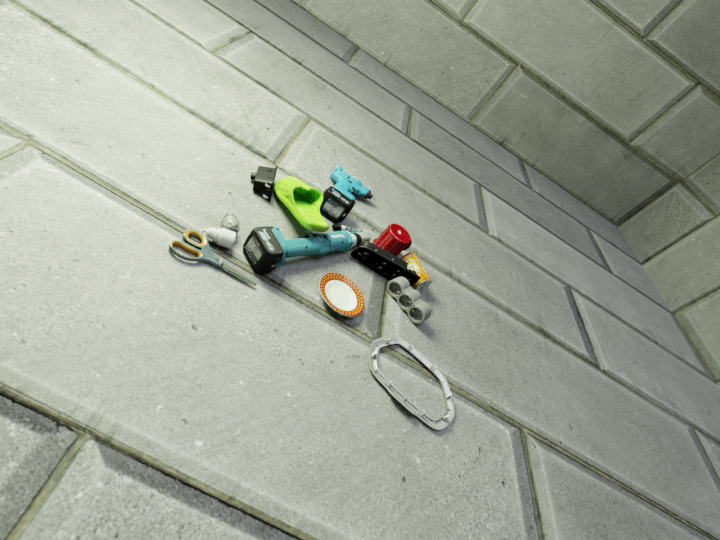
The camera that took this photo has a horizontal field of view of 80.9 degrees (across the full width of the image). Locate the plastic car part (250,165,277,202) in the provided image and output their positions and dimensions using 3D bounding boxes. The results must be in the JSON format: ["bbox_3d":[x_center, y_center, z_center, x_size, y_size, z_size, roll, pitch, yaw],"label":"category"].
[{"bbox_3d":[-0.273,-0.254,1.182,0.069,0.065,0.121,9,40,-14],"label":"plastic car part"}]

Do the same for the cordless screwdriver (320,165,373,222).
[{"bbox_3d":[-0.041,-0.234,1.335,0.157,0.074,0.251,32,33,-9],"label":"cordless screwdriver"}]

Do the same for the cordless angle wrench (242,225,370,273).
[{"bbox_3d":[-0.108,-0.071,1.107,0.405,0.075,0.102,-11,58,-48],"label":"cordless angle wrench"}]

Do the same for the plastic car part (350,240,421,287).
[{"bbox_3d":[0.071,-0.025,1.194,0.198,0.067,0.068,26,51,-12],"label":"plastic car part"}]

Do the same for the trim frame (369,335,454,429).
[{"bbox_3d":[0.122,0.252,0.981,0.251,0.028,0.181,42,38,3],"label":"trim frame"}]
